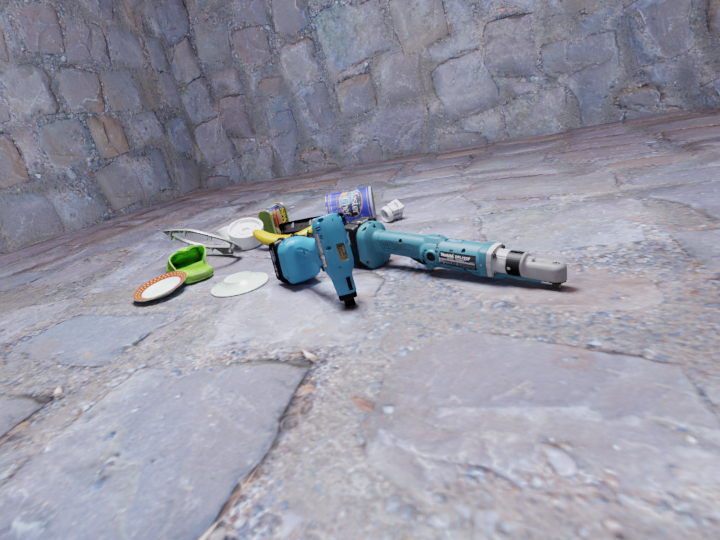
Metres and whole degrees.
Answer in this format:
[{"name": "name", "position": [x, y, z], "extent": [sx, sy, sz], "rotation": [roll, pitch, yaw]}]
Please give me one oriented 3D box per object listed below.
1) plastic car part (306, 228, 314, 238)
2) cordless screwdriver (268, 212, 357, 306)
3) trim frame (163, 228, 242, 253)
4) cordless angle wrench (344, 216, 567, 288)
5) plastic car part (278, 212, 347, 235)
[{"name": "plastic car part", "position": [-0.104, -0.068, 1.062], "extent": [0.071, 0.065, 0.118], "rotation": [4, 15, -2]}, {"name": "cordless screwdriver", "position": [-0.089, -0.009, 0.801], "extent": [0.072, 0.159, 0.257], "rotation": [-17, 3, -29]}, {"name": "trim frame", "position": [-0.441, -0.080, 1.181], "extent": [0.261, 0.028, 0.174], "rotation": [1, -14, 39]}, {"name": "cordless angle wrench", "position": [0.141, -0.033, 0.765], "extent": [0.446, 0.095, 0.072], "rotation": [12, 32, 44]}, {"name": "plastic car part", "position": [-0.141, -0.110, 1.200], "extent": [0.210, 0.063, 0.068], "rotation": [-3, 45, 22]}]
